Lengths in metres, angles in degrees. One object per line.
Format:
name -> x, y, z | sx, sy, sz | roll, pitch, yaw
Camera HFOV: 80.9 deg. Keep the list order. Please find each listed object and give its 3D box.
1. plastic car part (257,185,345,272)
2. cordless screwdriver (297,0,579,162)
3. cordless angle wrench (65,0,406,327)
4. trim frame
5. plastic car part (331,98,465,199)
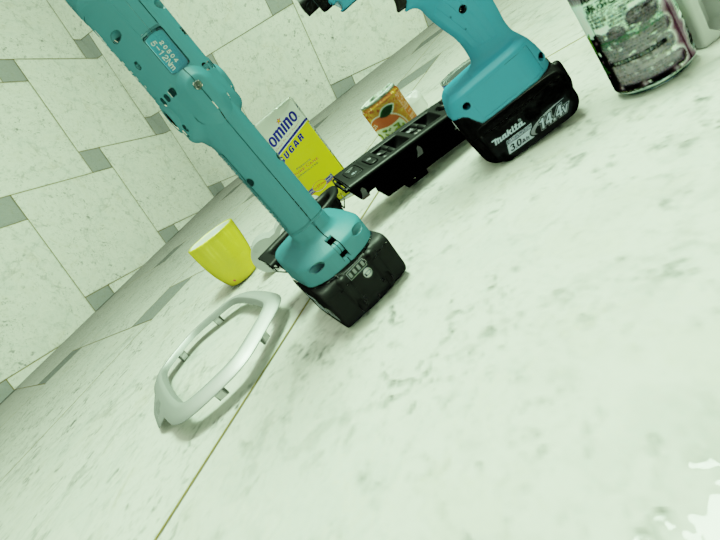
plastic car part -> -0.045, -0.030, 0.461 | 0.116, 0.069, 0.068 | -45, 20, -11
cordless screwdriver -> 0.070, -0.209, 0.386 | 0.162, 0.241, 0.075 | -32, 19, 22
cordless angle wrench -> -0.124, -0.130, 0.326 | 0.074, 0.410, 0.101 | -44, 18, -12
trim frame -> -0.173, 0.093, 0.491 | 0.183, 0.026, 0.259 | -50, 24, -23
plastic car part -> 0.067, -0.146, 0.506 | 0.203, 0.065, 0.068 | -40, 20, 1
